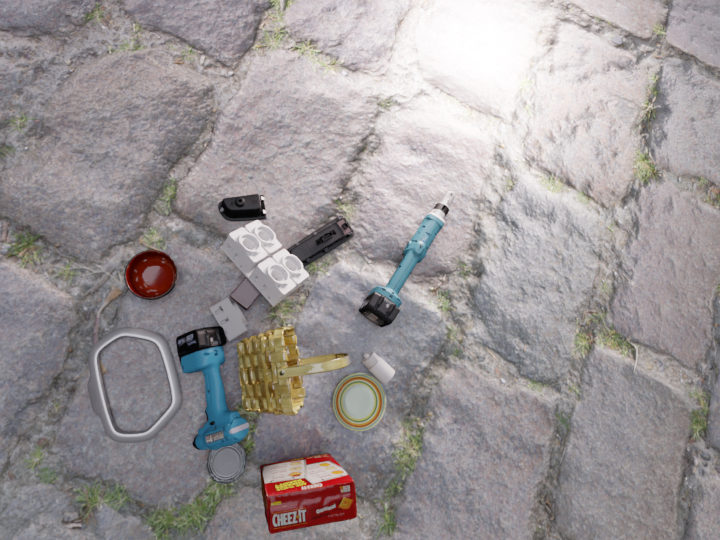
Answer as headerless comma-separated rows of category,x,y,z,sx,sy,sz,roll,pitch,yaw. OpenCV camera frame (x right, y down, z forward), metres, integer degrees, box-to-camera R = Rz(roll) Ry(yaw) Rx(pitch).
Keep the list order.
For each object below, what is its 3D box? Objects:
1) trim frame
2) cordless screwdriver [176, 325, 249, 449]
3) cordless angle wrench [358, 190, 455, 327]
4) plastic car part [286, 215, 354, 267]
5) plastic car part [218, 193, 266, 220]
trim frame,-0.497,0.246,0.925,0.180,0.028,0.251,-18,83,-16
cordless screwdriver,-0.335,0.256,0.914,0.071,0.163,0.255,3,61,-55
cordless angle wrench,0.141,-0.050,1.091,0.074,0.098,0.422,35,69,-3
plastic car part,-0.104,-0.068,1.061,0.201,0.068,0.066,-33,95,-14
plastic car part,-0.289,-0.160,1.039,0.114,0.072,0.067,-7,80,-17
